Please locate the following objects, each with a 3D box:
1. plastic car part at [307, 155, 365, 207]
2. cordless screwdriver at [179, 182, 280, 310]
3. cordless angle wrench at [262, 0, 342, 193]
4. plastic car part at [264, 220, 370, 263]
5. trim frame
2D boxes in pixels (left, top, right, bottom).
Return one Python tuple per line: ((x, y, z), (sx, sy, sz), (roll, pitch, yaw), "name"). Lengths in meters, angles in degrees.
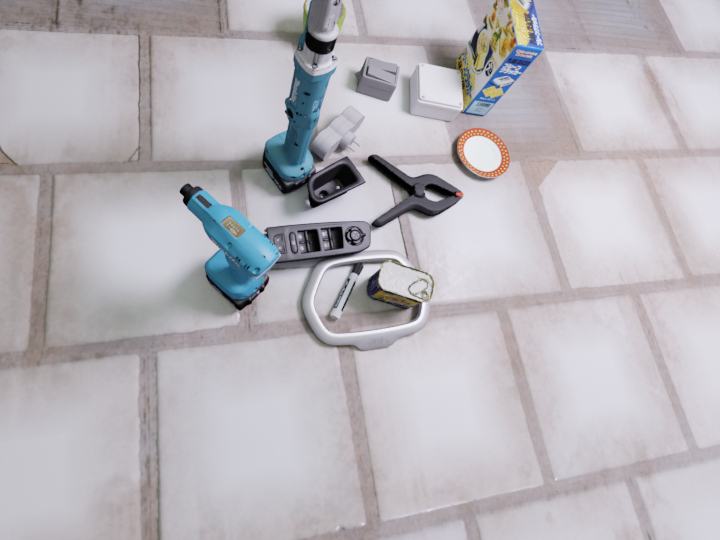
((-0.061, -0.161, 0.826), (0.114, 0.071, 0.067), (-32, 82, -21), "plastic car part")
((-0.206, -0.030, 0.652), (0.160, 0.249, 0.074), (44, 67, 1), "cordless screwdriver")
((-0.090, -0.258, 0.665), (0.073, 0.424, 0.099), (-33, 85, -23), "cordless angle wrench")
((-0.077, -0.050, 0.784), (0.199, 0.067, 0.068), (-9, 74, -15), "plastic car part")
((0.013, 0.052, 0.787), (0.243, 0.027, 0.188), (-7, 72, -14), "trim frame")
